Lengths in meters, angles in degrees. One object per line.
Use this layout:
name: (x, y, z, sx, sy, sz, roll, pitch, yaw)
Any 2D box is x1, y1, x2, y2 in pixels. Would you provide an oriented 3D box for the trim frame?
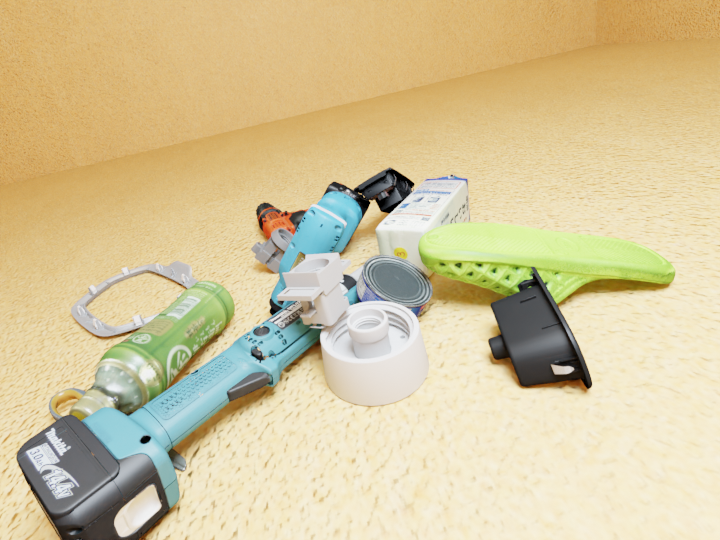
trim frame: (-0.368, 0.036, 0.694, 0.262, 0.027, 0.180, 13, 36, 42)

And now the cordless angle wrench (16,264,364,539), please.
cordless angle wrench: (-0.101, 0.086, 0.441, 0.103, 0.072, 0.413, 18, 36, 31)

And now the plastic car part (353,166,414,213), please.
plastic car part: (0.060, -0.125, 0.713, 0.067, 0.068, 0.198, -37, -5, 18)

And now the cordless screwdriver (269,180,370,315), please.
cordless screwdriver: (-0.061, -0.040, 0.622, 0.074, 0.159, 0.249, 30, 22, -3)

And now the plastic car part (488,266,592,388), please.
plastic car part: (0.158, 0.061, 0.401, 0.072, 0.063, 0.118, -20, 27, 19)
